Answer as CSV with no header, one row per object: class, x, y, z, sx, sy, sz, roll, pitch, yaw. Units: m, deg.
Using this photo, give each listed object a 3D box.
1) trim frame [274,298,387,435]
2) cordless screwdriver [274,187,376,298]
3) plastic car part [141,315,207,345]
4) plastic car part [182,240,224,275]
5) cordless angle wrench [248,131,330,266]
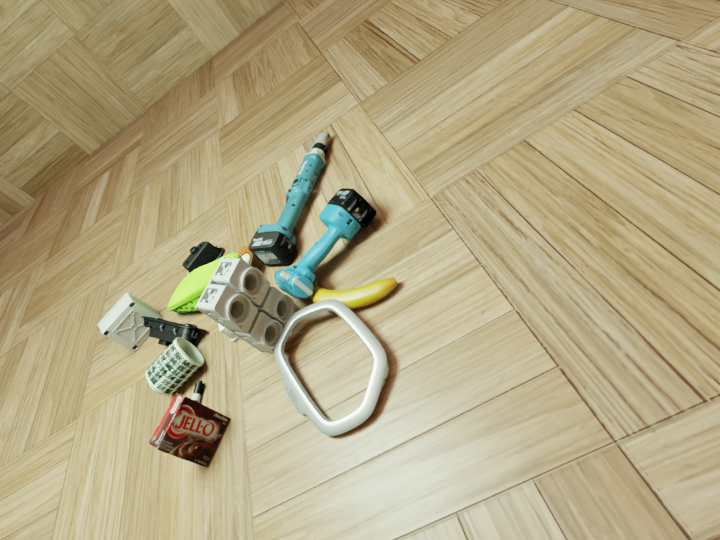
trim frame,-0.059,0.155,0.719,0.184,0.026,0.263,-47,49,0
cordless screwdriver,-0.087,-0.057,0.886,0.248,0.071,0.166,-53,25,-11
plastic car part,-0.449,0.146,1.003,0.212,0.062,0.068,-2,65,35
plastic car part,-0.427,-0.032,1.122,0.070,0.067,0.116,22,74,44
cordless angle wrench,-0.151,-0.204,1.061,0.102,0.070,0.428,-5,52,33
